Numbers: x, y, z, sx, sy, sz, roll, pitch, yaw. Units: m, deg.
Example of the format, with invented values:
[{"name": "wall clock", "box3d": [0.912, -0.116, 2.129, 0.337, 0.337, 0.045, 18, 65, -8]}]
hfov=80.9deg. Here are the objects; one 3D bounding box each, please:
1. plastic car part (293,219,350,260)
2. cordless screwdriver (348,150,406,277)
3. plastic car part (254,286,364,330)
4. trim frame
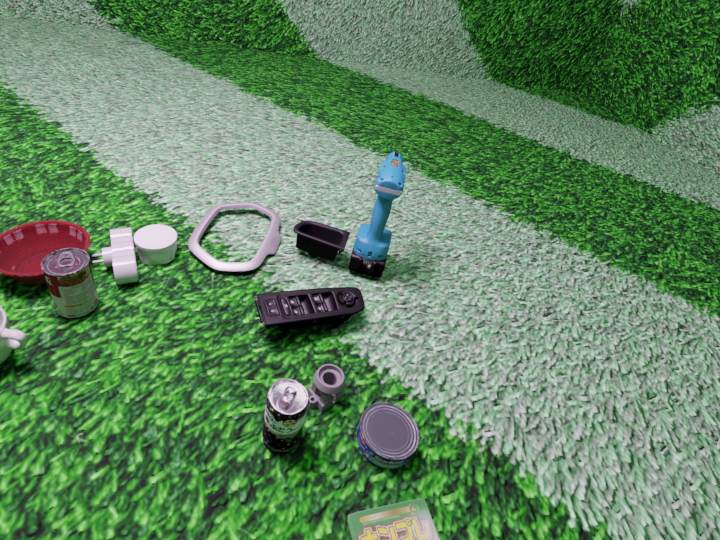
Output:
[{"name": "plastic car part", "box3d": [-0.089, -0.058, 0.914, 0.118, 0.069, 0.066, 16, 39, 5]}, {"name": "cordless screwdriver", "box3d": [0.041, -0.118, 0.877, 0.075, 0.244, 0.161, 15, 38, 0]}, {"name": "plastic car part", "box3d": [-0.086, 0.073, 0.757, 0.197, 0.065, 0.070, -8, 43, -22]}, {"name": "trim frame", "box3d": [-0.269, -0.080, 0.933, 0.185, 0.027, 0.253, 11, 39, 0]}]
